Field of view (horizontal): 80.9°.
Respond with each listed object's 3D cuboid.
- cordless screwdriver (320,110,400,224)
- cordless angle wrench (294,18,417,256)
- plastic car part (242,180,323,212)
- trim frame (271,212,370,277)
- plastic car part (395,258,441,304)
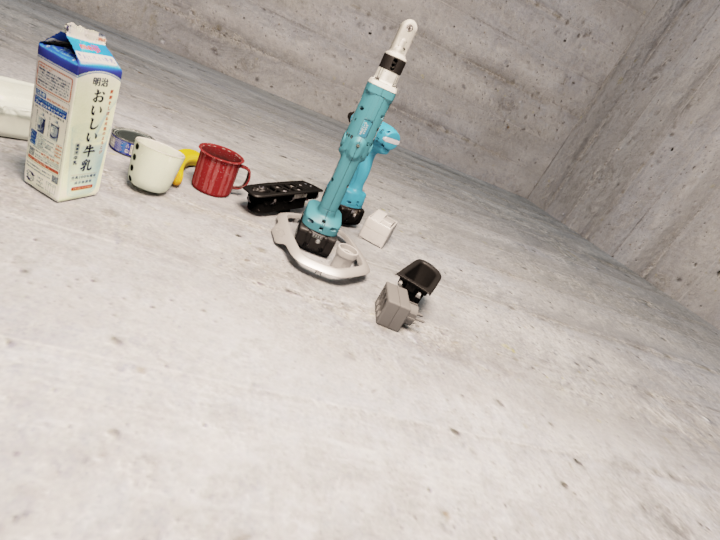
[{"bbox_3d":[-0.020,-0.239,0.984,0.071,0.247,0.168,4,32,-43],"label":"cordless screwdriver"},{"bbox_3d":[-0.008,-0.223,0.747,0.073,0.420,0.100,22,24,-12],"label":"cordless angle wrench"},{"bbox_3d":[-0.170,-0.156,0.894,0.069,0.066,0.195,37,26,23],"label":"plastic car part"},{"bbox_3d":[-0.080,-0.052,0.815,0.177,0.027,0.260,13,27,-26],"label":"trim frame"},{"bbox_3d":[0.098,0.031,0.760,0.068,0.070,0.113,33,25,15],"label":"plastic car part"}]
